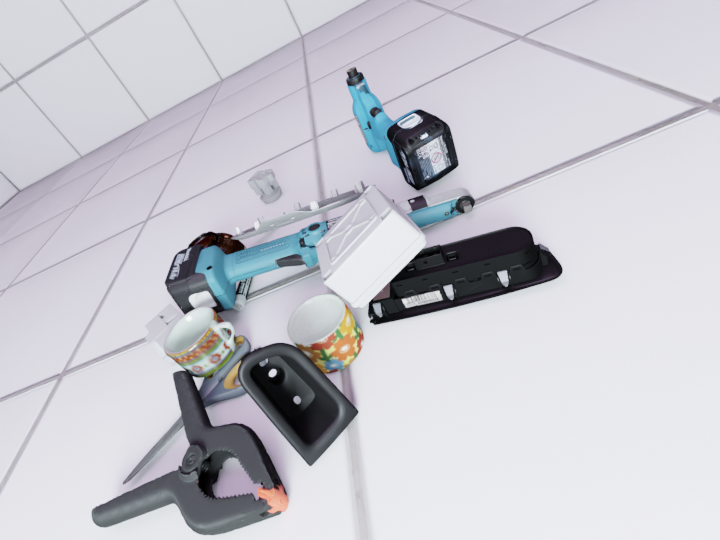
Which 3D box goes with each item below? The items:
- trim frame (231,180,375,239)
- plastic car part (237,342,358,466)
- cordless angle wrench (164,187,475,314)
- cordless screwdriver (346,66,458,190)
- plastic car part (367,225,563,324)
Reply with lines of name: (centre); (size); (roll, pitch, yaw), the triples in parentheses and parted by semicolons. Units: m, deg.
trim frame: (-0.094, -0.097, 0.673); (0.255, 0.027, 0.183); (-14, 16, 20)
plastic car part: (-0.070, 0.112, 0.405); (0.065, 0.114, 0.073); (-43, 12, -19)
cordless angle wrench: (-0.057, -0.037, 0.585); (0.427, 0.071, 0.101); (-17, 37, 7)
cordless screwdriver: (0.050, -0.240, 0.688); (0.074, 0.151, 0.261); (-31, 37, -3)
plastic car part: (0.098, -0.001, 0.454); (0.208, 0.064, 0.067); (-12, 31, 20)
